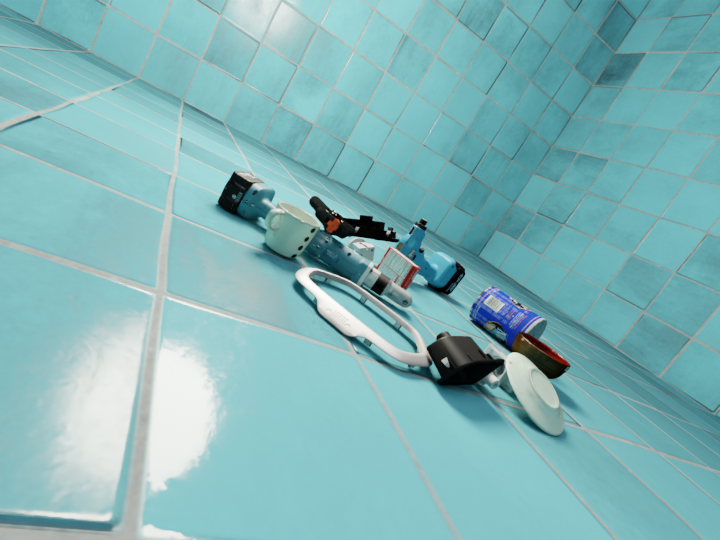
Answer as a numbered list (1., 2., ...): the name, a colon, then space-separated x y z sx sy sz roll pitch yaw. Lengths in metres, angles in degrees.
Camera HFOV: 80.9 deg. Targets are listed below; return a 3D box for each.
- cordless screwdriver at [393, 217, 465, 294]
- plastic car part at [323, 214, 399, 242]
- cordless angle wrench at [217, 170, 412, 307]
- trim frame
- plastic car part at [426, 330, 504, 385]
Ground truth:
1. cordless screwdriver: 0.185 -0.034 1.119 0.235 0.159 0.079 22 15 -40
2. plastic car part: -0.006 -0.106 1.060 0.211 0.066 0.064 5 9 23
3. cordless angle wrench: -0.081 -0.053 0.828 0.428 0.074 0.097 33 13 6
4. trim frame: 0.003 0.066 0.649 0.260 0.027 0.176 37 14 23
5. plastic car part: 0.140 0.122 0.610 0.110 0.066 0.074 16 35 -43
